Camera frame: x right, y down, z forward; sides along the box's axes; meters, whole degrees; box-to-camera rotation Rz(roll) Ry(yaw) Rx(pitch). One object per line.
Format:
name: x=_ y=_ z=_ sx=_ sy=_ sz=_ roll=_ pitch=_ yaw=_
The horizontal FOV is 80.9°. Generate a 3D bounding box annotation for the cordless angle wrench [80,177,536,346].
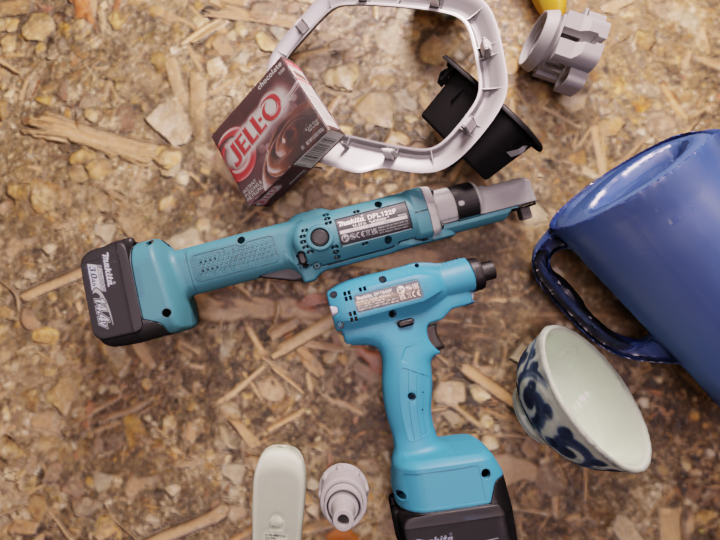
cordless angle wrench: x=-0.040 y=-0.026 z=0.407 sx=0.423 sy=0.074 sz=0.099 roll=-15 pitch=85 yaw=-1

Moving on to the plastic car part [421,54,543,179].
plastic car part: x=0.102 y=-0.134 z=0.401 sx=0.072 sy=0.062 sz=0.122 roll=-42 pitch=60 yaw=23

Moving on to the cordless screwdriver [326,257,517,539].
cordless screwdriver: x=0.075 y=0.114 z=0.383 sx=0.159 sy=0.073 sz=0.252 roll=-15 pitch=80 yaw=1

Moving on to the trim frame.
trim frame: x=0.009 y=-0.184 z=0.401 sx=0.259 sy=0.026 sz=0.184 roll=23 pitch=95 yaw=24
